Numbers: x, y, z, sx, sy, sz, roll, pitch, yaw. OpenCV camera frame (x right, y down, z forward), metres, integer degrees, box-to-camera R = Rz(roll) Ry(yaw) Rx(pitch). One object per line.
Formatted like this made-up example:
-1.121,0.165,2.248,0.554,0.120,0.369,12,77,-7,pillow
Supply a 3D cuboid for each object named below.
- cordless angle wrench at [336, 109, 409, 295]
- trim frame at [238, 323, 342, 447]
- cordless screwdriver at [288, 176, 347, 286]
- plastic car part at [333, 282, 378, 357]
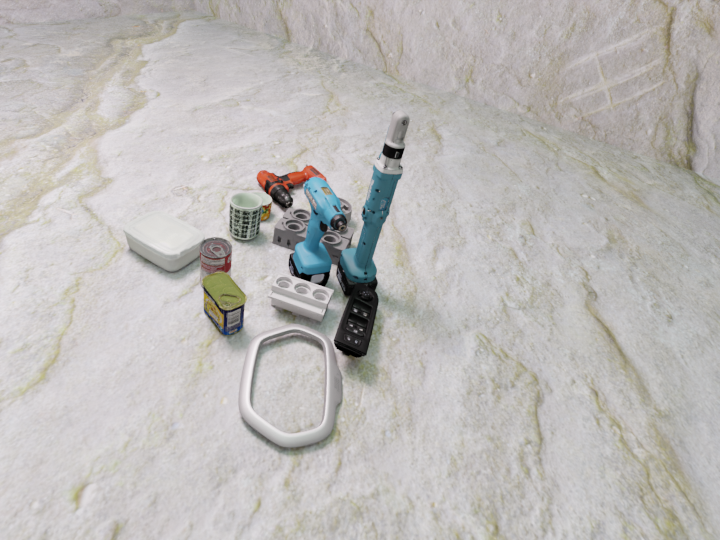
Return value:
0.031,-0.124,0.881,0.072,0.415,0.103,-2,41,-22,cordless angle wrench
-0.121,0.195,0.761,0.182,0.027,0.257,6,39,-8,trim frame
-0.089,-0.058,0.907,0.072,0.244,0.168,-6,43,-26,cordless screwdriver
-0.006,0.105,0.870,0.067,0.066,0.205,16,39,3,plastic car part
